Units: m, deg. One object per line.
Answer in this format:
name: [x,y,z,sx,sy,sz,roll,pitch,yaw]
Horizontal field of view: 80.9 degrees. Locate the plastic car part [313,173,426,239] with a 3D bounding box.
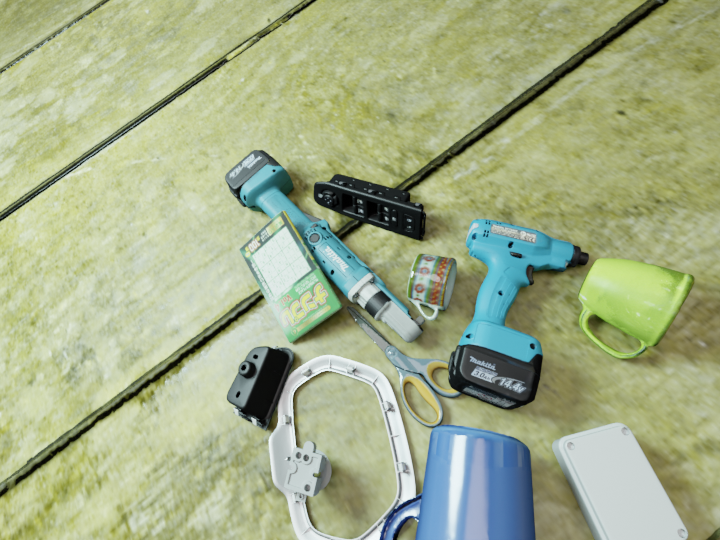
plastic car part: [0.015,-0.117,0.698,0.211,0.063,0.067,17,61,22]

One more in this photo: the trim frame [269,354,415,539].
trim frame: [-0.031,0.236,0.563,0.186,0.026,0.257,-17,64,9]

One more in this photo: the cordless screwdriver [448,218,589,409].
cordless screwdriver: [0.209,0.052,0.557,0.162,0.072,0.251,13,65,10]

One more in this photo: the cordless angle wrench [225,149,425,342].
cordless angle wrench: [-0.067,-0.044,0.681,0.097,0.071,0.443,-43,63,-7]

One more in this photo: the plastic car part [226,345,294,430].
plastic car part: [-0.150,0.155,0.605,0.069,0.067,0.117,11,71,31]
